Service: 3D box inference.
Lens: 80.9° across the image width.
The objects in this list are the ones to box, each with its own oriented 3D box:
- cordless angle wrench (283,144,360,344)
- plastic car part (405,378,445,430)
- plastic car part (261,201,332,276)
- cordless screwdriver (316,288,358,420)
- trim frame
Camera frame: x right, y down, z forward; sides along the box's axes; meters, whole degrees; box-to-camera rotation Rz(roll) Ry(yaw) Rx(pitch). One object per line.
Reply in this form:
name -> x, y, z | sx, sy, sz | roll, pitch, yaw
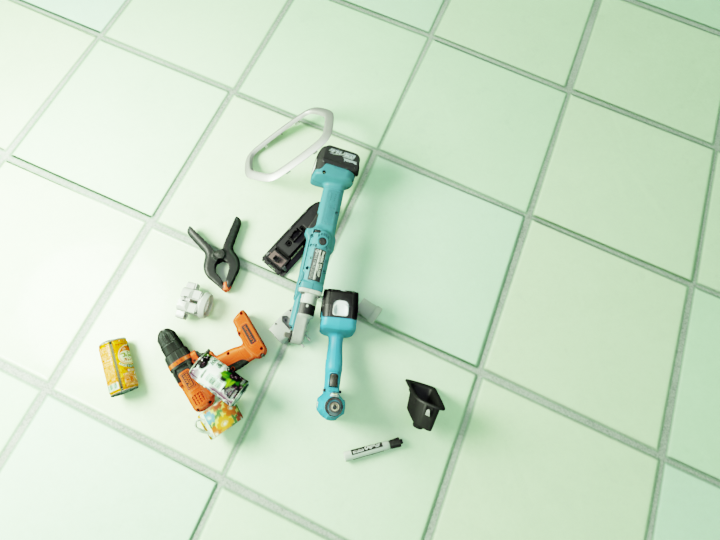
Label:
cordless angle wrench -> -0.087, -0.057, 0.887 | 0.096, 0.075, 0.428 | 15, 73, -12
plastic car part -> 0.121, 0.272, 0.831 | 0.066, 0.117, 0.070 | 15, 97, -2
plastic car part -> -0.136, -0.086, 0.954 | 0.068, 0.065, 0.202 | 37, 72, 13
cordless screwdriver -> -0.048, 0.160, 0.828 | 0.074, 0.157, 0.253 | 6, 71, -6
trim frame -> -0.166, -0.293, 0.984 | 0.249, 0.026, 0.194 | -37, 49, 4
